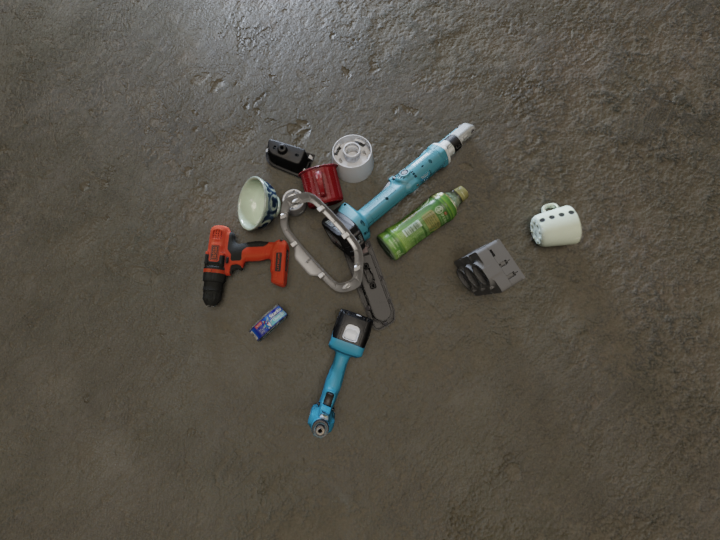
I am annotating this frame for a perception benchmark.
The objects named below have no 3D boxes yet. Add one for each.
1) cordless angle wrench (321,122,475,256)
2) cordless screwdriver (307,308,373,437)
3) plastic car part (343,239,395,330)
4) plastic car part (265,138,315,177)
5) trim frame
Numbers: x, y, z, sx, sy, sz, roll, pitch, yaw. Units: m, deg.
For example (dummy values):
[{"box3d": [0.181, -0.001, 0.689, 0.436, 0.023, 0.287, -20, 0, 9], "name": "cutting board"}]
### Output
[{"box3d": [0.103, -0.201, 0.951, 0.420, 0.070, 0.104, -40, 46, -9], "name": "cordless angle wrench"}, {"box3d": [-0.046, 0.206, 0.853, 0.075, 0.158, 0.250, 19, 81, 0], "name": "cordless screwdriver"}, {"box3d": [0.026, 0.029, 0.930, 0.065, 0.067, 0.205, -18, 84, -10], "name": "plastic car part"}, {"box3d": [-0.171, -0.268, 0.979, 0.117, 0.070, 0.066, 21, 82, 1], "name": "plastic car part"}, {"box3d": [-0.088, -0.058, 0.903, 0.253, 0.185, 0.027, 48, 49, 9], "name": "trim frame"}]
